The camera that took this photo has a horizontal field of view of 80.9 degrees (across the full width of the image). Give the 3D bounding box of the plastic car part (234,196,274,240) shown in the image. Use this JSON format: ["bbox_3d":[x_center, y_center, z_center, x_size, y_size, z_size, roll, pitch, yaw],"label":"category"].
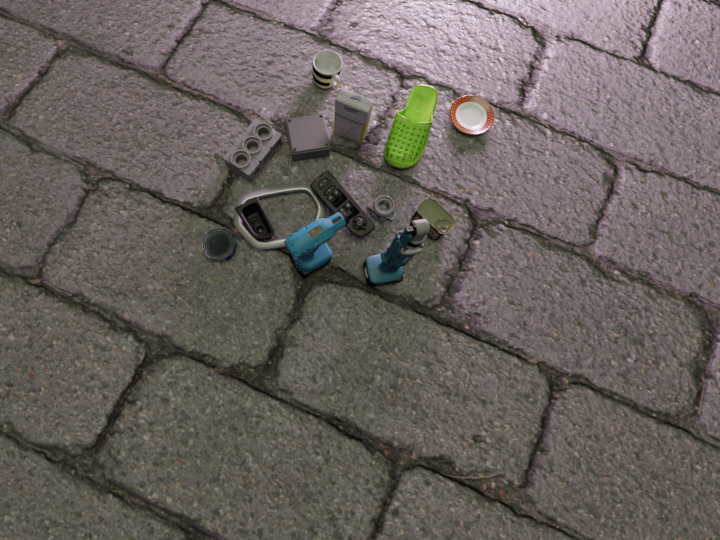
[{"bbox_3d":[-0.270,-0.122,1.110,0.065,0.070,0.119,-29,79,-10],"label":"plastic car part"}]

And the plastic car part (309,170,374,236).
[{"bbox_3d":[-0.048,-0.167,1.130,0.066,0.066,0.207,-40,80,-12],"label":"plastic car part"}]

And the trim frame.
[{"bbox_3d":[-0.217,-0.152,1.141,0.247,0.027,0.188,-13,76,-5],"label":"trim frame"}]

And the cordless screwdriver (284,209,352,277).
[{"bbox_3d":[-0.099,-0.065,1.009,0.158,0.247,0.075,-32,84,-11],"label":"cordless screwdriver"}]

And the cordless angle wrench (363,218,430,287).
[{"bbox_3d":[0.081,-0.036,0.917,0.097,0.420,0.075,-10,80,-9],"label":"cordless angle wrench"}]
